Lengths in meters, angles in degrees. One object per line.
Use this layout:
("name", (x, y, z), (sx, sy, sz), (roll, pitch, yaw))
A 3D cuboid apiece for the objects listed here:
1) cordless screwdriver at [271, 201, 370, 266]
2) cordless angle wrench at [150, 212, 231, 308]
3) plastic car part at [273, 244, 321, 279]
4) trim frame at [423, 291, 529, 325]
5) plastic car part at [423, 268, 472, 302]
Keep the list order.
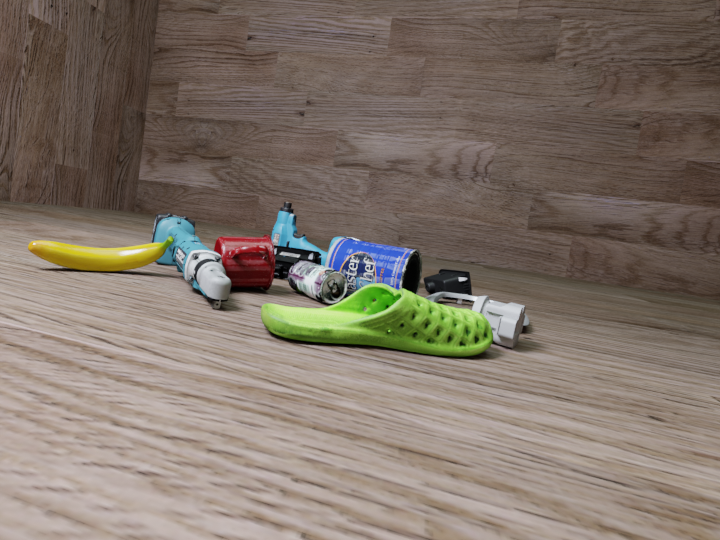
("cordless screwdriver", (-0.092, -0.060, 0.941), (0.260, 0.158, 0.071), (13, 5, 27))
("cordless angle wrench", (-0.283, -0.025, 0.700), (0.071, 0.097, 0.445), (9, 7, -33))
("plastic car part", (-0.186, -0.013, 0.877), (0.210, 0.064, 0.067), (11, 31, 18))
("trim frame", (0.195, 0.067, 0.746), (0.190, 0.027, 0.242), (11, 8, 17))
("plastic car part", (0.182, 0.033, 0.933), (0.069, 0.065, 0.121), (-9, 8, -22))
